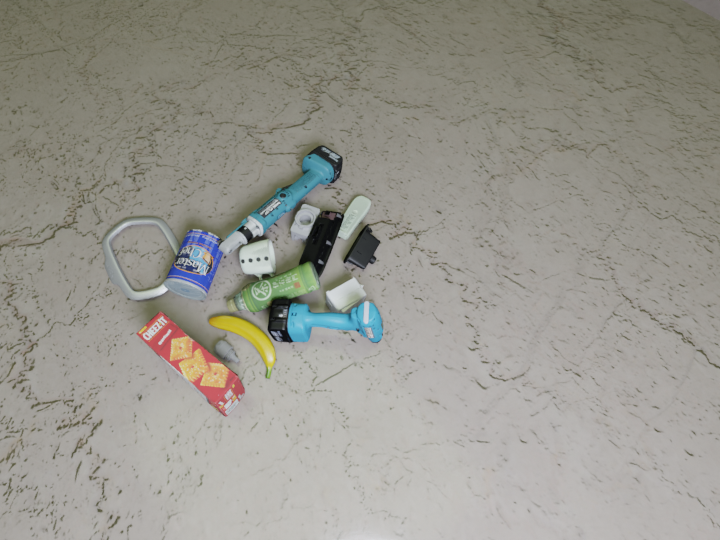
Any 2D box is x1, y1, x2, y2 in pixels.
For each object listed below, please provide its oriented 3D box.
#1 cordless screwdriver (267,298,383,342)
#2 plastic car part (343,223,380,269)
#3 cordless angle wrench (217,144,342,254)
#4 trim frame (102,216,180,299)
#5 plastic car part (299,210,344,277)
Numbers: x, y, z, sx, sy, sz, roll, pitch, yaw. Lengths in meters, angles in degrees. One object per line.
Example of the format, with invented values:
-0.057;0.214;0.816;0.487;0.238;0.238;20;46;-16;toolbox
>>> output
-0.074;0.124;0.949;0.254;0.152;0.076;-1;59;14;cordless screwdriver
0.010;-0.048;1.074;0.070;0.066;0.117;29;67;-5;plastic car part
-0.202;-0.179;1.096;0.101;0.073;0.419;34;59;13;cordless angle wrench
-0.551;-0.037;1.067;0.181;0.027;0.257;-31;69;-18;trim frame
-0.104;-0.068;1.062;0.069;0.064;0.204;12;73;18;plastic car part
